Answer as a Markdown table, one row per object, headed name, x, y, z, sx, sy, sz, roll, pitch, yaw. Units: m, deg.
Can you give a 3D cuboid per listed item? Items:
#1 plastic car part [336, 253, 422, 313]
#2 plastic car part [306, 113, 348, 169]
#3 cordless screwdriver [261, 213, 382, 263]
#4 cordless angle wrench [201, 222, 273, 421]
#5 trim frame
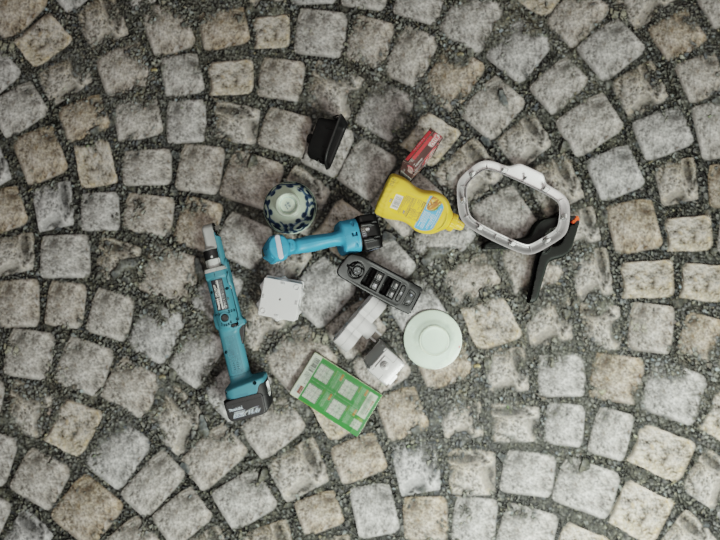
| name | x | y | z | sx | sy | sz | roll | pitch | yaw |
| --- | --- | --- | --- | --- | --- | --- | --- | --- | --- |
| plastic car part | 0.035 | 0.019 | 0.908 | 0.194 | 0.070 | 0.066 | 27 | 97 | -25 |
| plastic car part | -0.083 | -0.293 | 0.943 | 0.073 | 0.064 | 0.116 | 25 | 92 | 14 |
| cordless screwdriver | -0.089 | -0.058 | 0.906 | 0.243 | 0.162 | 0.075 | -11 | 89 | -16 |
| cordless angle wrench | -0.289 | 0.102 | 0.927 | 0.098 | 0.074 | 0.425 | -15 | 86 | -1 |
| trim frame | 0.330 | -0.143 | 0.921 | 0.254 | 0.027 | 0.184 | 29 | 81 | 12 |
